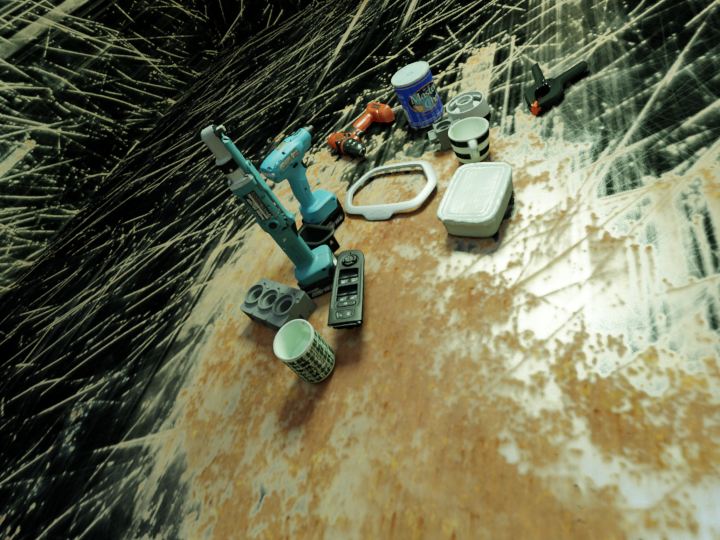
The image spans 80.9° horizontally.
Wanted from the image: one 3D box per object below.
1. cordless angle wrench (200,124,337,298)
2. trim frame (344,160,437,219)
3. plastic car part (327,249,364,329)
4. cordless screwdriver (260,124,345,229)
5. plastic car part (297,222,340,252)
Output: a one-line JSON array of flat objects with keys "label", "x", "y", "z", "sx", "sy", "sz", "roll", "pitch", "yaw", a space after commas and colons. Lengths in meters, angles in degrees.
[{"label": "cordless angle wrench", "x": -0.166, "y": -0.102, "z": 0.816, "sx": 0.099, "sy": 0.401, "sz": 0.077, "roll": -23, "pitch": 41, "yaw": 13}, {"label": "trim frame", "x": 0.068, "y": -0.197, "z": 1.031, "sx": 0.260, "sy": 0.026, "sz": 0.185, "roll": 1, "pitch": 53, "yaw": 35}, {"label": "plastic car part", "x": -0.017, "y": 0.038, "z": 0.841, "sx": 0.068, "sy": 0.063, "sz": 0.209, "roll": -18, "pitch": 44, "yaw": 20}, {"label": "cordless screwdriver", "x": -0.117, "y": -0.209, "z": 1.008, "sx": 0.079, "sy": 0.236, "sz": 0.158, "roll": 22, "pitch": 65, "yaw": 45}, {"label": "plastic car part", "x": -0.096, "y": -0.063, "z": 0.987, "sx": 0.123, "sy": 0.067, "sz": 0.066, "roll": 12, "pitch": 59, "yaw": 41}]
